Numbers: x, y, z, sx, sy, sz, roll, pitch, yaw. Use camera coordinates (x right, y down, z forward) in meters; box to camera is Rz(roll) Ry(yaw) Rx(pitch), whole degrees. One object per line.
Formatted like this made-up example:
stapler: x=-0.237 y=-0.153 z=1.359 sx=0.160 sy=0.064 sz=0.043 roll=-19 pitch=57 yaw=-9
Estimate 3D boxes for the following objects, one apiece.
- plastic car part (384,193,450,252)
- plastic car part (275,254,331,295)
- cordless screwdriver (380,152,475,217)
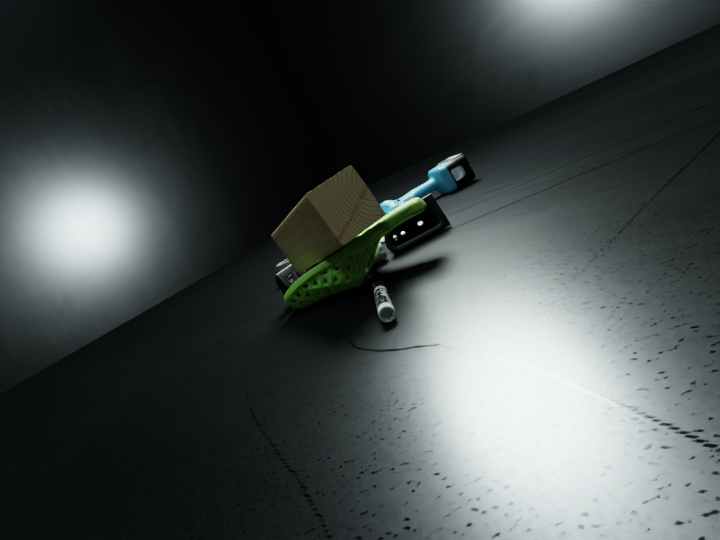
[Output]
plastic car part: x=0.090 y=-0.076 z=0.766 sx=0.116 sy=0.067 sz=0.070 roll=-31 pitch=-5 yaw=-1
plastic car part: x=-0.084 y=0.001 z=0.816 sx=0.199 sy=0.068 sz=0.067 roll=-39 pitch=-11 yaw=-41
cordless screwdriver: x=0.168 y=-0.202 z=1.069 sx=0.249 sy=0.073 sz=0.162 roll=-32 pitch=12 yaw=-1
